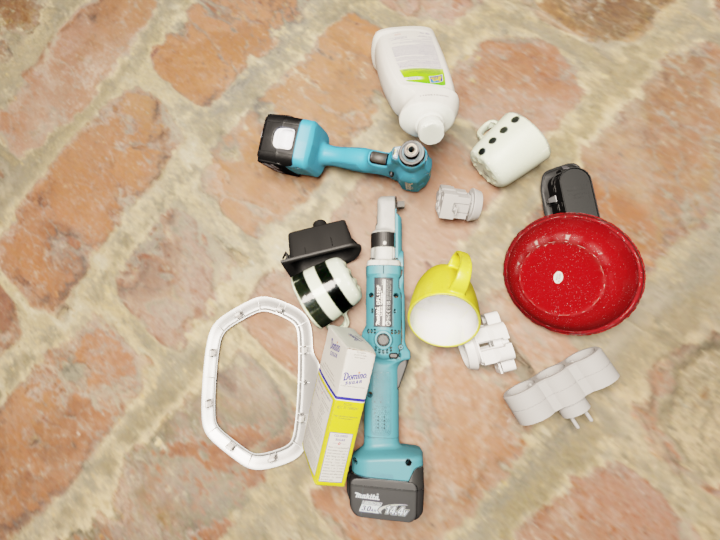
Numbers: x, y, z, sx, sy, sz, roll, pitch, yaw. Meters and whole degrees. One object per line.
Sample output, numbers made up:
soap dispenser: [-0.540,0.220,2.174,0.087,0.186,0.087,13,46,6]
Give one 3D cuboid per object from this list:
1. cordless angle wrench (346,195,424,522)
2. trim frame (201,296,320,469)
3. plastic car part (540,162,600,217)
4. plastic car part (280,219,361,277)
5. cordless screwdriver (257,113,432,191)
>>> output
cordless angle wrench: [0.035,0.098,0.589,0.099,0.072,0.428,-1,78,8]
trim frame: [-0.150,0.164,0.629,0.187,0.027,0.251,1,79,9]
plastic car part: [0.295,-0.054,0.575,0.068,0.064,0.206,-9,76,13]
plastic car part: [-0.062,-0.041,0.637,0.117,0.063,0.073,-18,65,2]
cordless screwdriver: [-0.025,-0.167,0.598,0.255,0.156,0.074,13,92,12]
